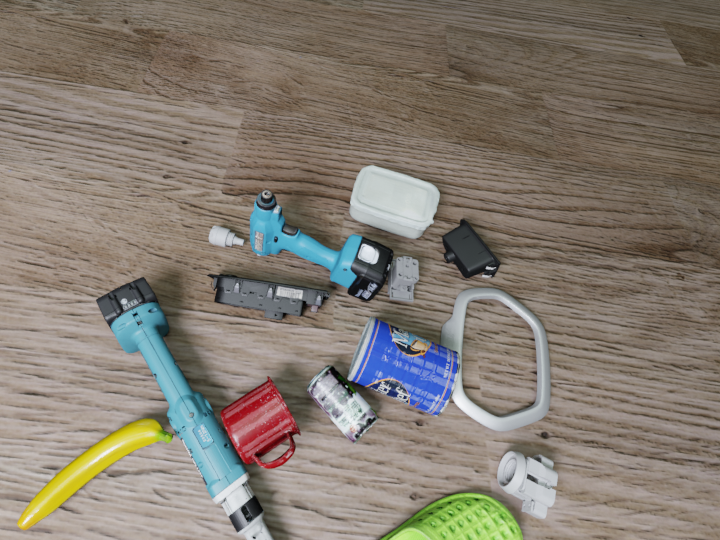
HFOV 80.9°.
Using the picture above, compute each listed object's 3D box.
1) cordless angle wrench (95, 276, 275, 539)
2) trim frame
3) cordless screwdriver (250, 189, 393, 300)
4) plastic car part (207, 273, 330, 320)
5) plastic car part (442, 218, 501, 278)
[{"bbox_3d":[-0.233,0.201,0.583,0.073,0.097,0.437,-29,70,-28],"label":"cordless angle wrench"},{"bbox_3d":[0.227,0.140,0.713,0.184,0.027,0.252,13,60,0],"label":"trim frame"},{"bbox_3d":[-0.070,-0.046,0.712,0.250,0.157,0.075,22,59,2],"label":"cordless screwdriver"},{"bbox_3d":[-0.157,0.045,0.707,0.203,0.066,0.067,13,84,-1],"label":"plastic car part"},{"bbox_3d":[0.197,-0.032,0.799,0.070,0.063,0.122,-29,63,-8],"label":"plastic car part"}]
